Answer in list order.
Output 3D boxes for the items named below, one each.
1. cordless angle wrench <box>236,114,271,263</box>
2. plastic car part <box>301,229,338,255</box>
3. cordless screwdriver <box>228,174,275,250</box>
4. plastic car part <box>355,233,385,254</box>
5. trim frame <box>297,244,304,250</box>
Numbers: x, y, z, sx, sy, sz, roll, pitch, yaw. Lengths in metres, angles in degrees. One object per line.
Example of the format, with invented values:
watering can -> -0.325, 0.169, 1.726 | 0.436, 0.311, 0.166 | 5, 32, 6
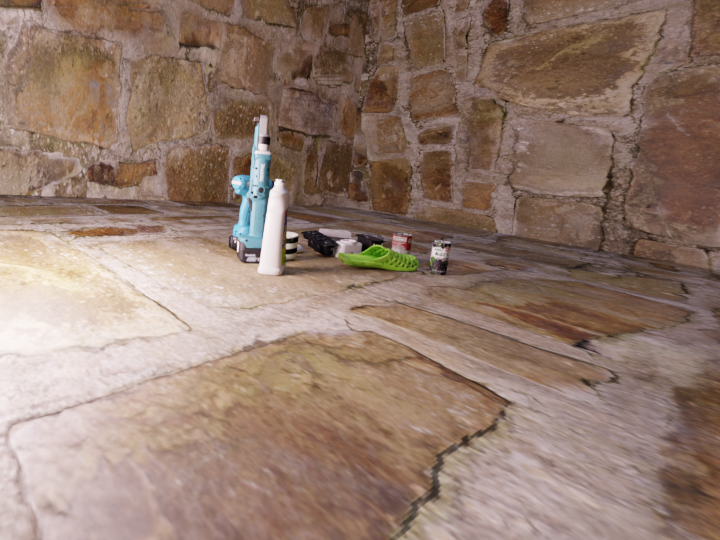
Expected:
cordless angle wrench -> -0.296, -0.233, 1.229 | 0.095, 0.419, 0.077 | 3, 10, -21
plastic car part -> -0.147, -0.096, 1.504 | 0.064, 0.066, 0.213 | 0, 13, -30
cordless screwdriver -> -0.351, -0.185, 1.391 | 0.078, 0.246, 0.152 | 15, 13, 40
plastic car part -> 0.027, -0.090, 1.547 | 0.063, 0.070, 0.123 | -1, 13, -34
trim frame -> -0.313, -0.096, 1.520 | 0.176, 0.027, 0.263 | -6, 17, -44
